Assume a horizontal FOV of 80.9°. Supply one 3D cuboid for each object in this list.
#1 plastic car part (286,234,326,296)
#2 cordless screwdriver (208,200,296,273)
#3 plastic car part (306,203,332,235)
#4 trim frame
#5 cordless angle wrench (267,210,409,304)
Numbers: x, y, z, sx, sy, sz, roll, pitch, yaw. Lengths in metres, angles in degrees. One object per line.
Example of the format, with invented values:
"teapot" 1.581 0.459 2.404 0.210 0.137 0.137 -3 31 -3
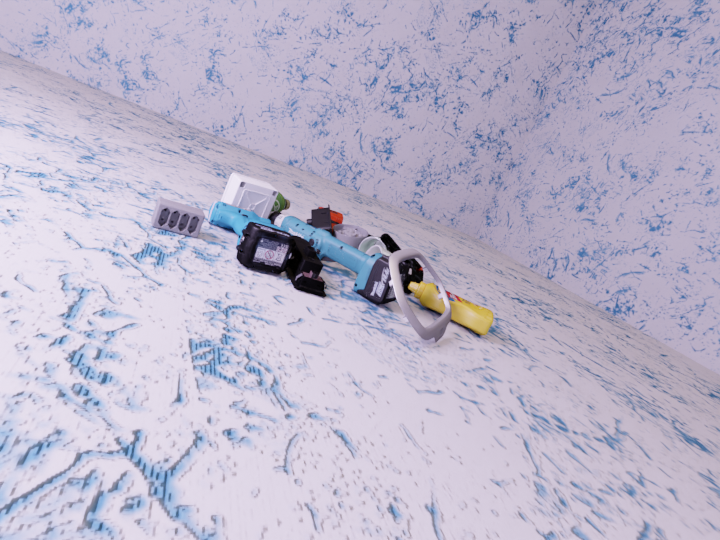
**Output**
"plastic car part" -0.116 -0.021 0.836 0.064 0.066 0.212 10 16 -24
"cordless screwdriver" -0.204 -0.073 0.858 0.151 0.074 0.263 14 14 -36
"plastic car part" -0.114 -0.129 1.171 0.070 0.064 0.121 -6 48 -7
"trim frame" 0.118 0.044 0.814 0.187 0.028 0.240 63 26 7
"cordless angle wrench" -0.094 -0.061 0.957 0.446 0.097 0.071 29 17 32
